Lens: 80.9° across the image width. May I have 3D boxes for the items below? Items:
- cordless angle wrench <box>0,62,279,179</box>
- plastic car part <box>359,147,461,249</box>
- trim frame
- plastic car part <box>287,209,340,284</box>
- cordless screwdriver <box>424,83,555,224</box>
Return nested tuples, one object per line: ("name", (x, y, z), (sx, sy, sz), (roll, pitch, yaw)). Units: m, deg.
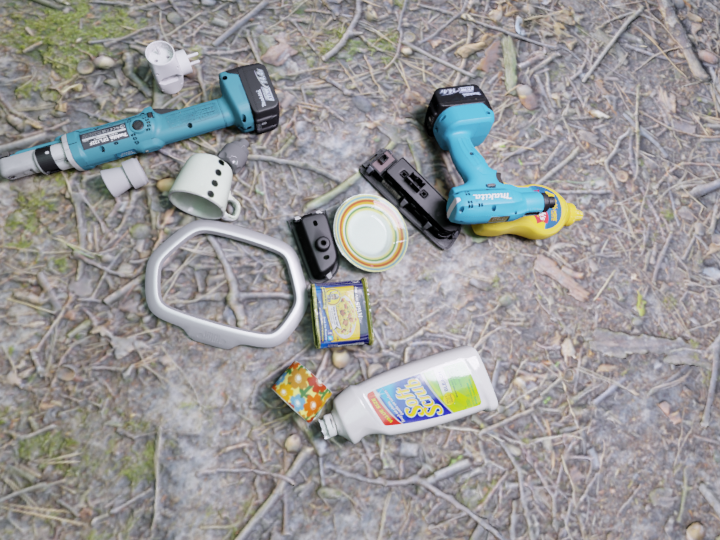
("cordless angle wrench", (-0.337, -0.216, 0.658), (0.418, 0.074, 0.099), (-20, 82, -10))
("plastic car part", (0.096, -0.126, 0.702), (0.065, 0.067, 0.203), (-42, 89, -23))
("trim frame", (-0.201, 0.022, 0.642), (0.246, 0.027, 0.186), (16, 74, -6))
("plastic car part", (-0.064, -0.042, 0.653), (0.065, 0.070, 0.119), (-16, 78, -12))
("cordless screwdriver", (0.200, -0.188, 0.684), (0.158, 0.072, 0.256), (-5, 63, -5))
